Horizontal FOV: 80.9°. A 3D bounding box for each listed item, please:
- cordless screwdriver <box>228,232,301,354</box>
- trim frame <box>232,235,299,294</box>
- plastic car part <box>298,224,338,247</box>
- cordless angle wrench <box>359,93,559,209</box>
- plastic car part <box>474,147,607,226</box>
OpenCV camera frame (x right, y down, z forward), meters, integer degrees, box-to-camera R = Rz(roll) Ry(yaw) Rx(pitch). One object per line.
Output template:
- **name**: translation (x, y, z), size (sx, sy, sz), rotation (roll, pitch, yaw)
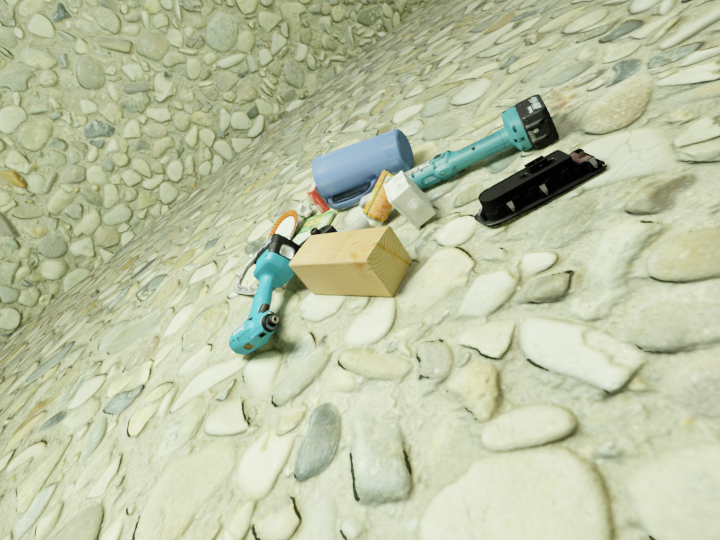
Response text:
- **cordless screwdriver**: translation (-0.178, 0.036, 0.840), size (0.162, 0.071, 0.253), rotation (-36, 33, 44)
- **trim frame**: translation (-0.244, -0.015, 1.069), size (0.260, 0.026, 0.183), rotation (1, 49, 54)
- **plastic car part**: translation (-0.093, -0.061, 0.950), size (0.116, 0.068, 0.069), rotation (-42, 30, -4)
- **cordless angle wrench**: translation (0.177, -0.222, 0.897), size (0.435, 0.071, 0.099), rotation (-21, 32, 29)
- **plastic car part**: translation (0.277, -0.139, 0.684), size (0.205, 0.064, 0.069), rotation (-32, 35, 13)
